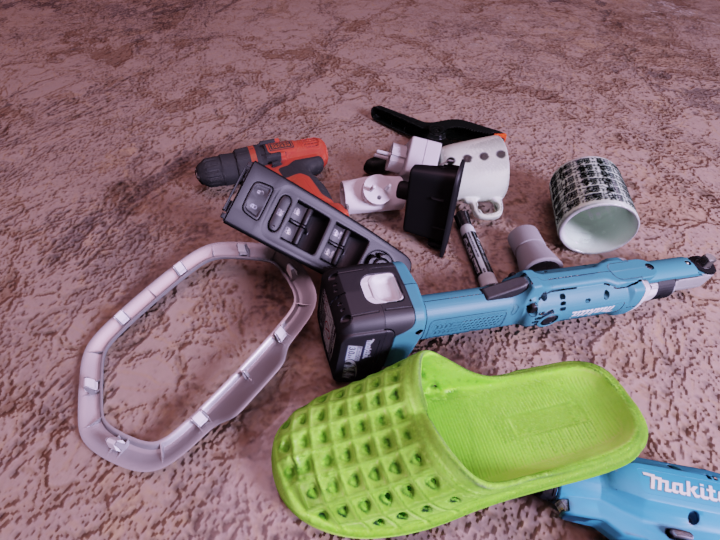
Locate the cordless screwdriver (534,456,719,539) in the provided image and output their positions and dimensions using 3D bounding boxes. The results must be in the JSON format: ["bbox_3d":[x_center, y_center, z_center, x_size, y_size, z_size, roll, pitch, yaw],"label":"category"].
[{"bbox_3d":[0.187,0.235,0.241,0.161,0.072,0.254,6,45,5],"label":"cordless screwdriver"}]

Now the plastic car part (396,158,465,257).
[{"bbox_3d":[0.078,-0.083,0.491,0.073,0.112,0.066,11,48,16],"label":"plastic car part"}]

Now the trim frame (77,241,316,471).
[{"bbox_3d":[-0.154,0.059,0.401,0.193,0.026,0.246,31,61,28],"label":"trim frame"}]

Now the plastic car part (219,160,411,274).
[{"bbox_3d":[-0.042,-0.028,0.433,0.197,0.068,0.067,27,70,-15],"label":"plastic car part"}]

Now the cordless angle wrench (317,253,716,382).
[{"bbox_3d":[0.171,0.026,0.420,0.415,0.095,0.078,-7,50,-12],"label":"cordless angle wrench"}]
